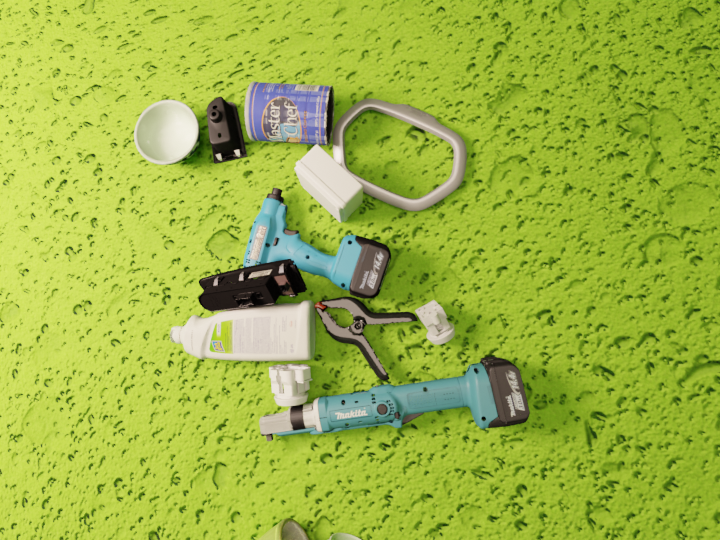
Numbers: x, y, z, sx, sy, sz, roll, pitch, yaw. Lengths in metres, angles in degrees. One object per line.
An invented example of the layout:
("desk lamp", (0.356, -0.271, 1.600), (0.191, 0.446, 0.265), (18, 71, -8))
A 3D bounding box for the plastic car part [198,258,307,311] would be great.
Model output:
("plastic car part", (-0.194, 0.036, 0.711), (0.210, 0.063, 0.068), (-7, 39, 28))

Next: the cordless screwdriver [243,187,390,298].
("cordless screwdriver", (-0.071, -0.047, 0.731), (0.254, 0.072, 0.160), (13, 85, 12))

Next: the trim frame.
("trim frame", (0.066, -0.212, 0.758), (0.254, 0.027, 0.184), (26, 87, 11))

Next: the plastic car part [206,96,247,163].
("plastic car part", (-0.257, -0.267, 0.780), (0.066, 0.070, 0.117), (-11, 86, 1))

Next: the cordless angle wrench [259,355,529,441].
("cordless angle wrench", (0.038, 0.221, 0.687), (0.428, 0.073, 0.099), (-11, 83, 7))
